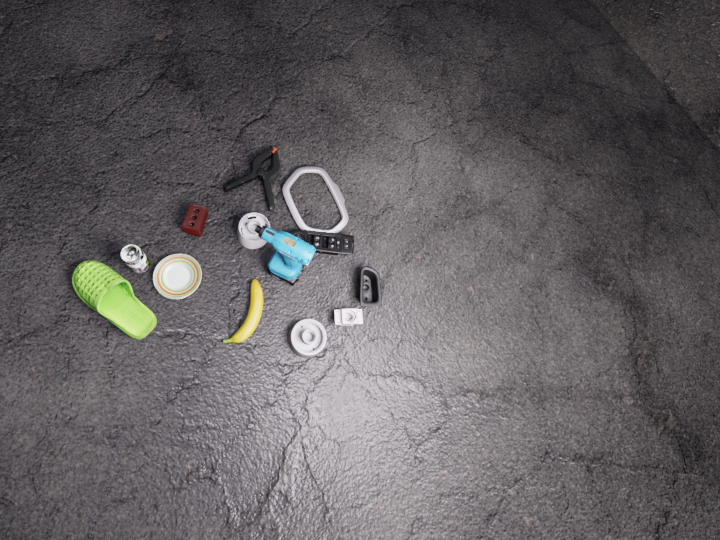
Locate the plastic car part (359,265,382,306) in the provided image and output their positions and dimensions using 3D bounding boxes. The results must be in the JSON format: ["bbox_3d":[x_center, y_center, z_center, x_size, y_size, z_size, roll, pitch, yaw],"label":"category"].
[{"bbox_3d":[0.021,0.053,1.247,0.065,0.071,0.119,2,72,-12],"label":"plastic car part"}]

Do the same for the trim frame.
[{"bbox_3d":[-0.139,-0.219,1.335,0.181,0.027,0.254,-24,77,-16],"label":"trim frame"}]

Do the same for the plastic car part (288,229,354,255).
[{"bbox_3d":[-0.124,-0.081,1.270,0.200,0.067,0.067,8,72,-7],"label":"plastic car part"}]

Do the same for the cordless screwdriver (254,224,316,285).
[{"bbox_3d":[-0.215,-0.043,1.145,0.159,0.249,0.074,29,70,-4],"label":"cordless screwdriver"}]
